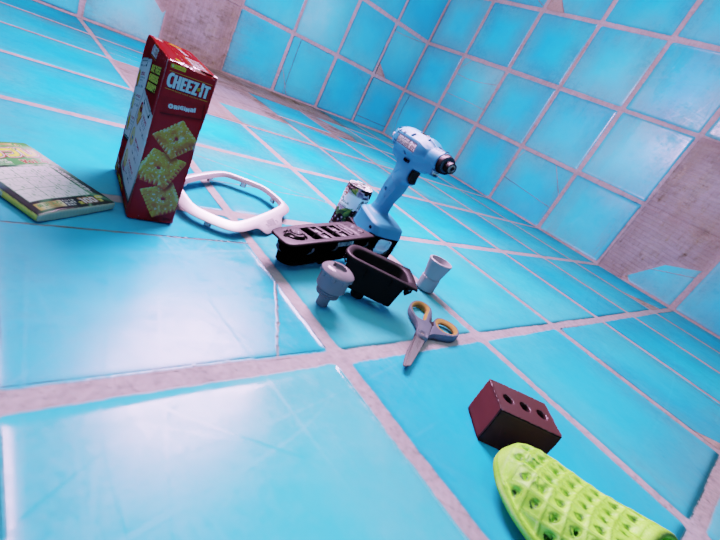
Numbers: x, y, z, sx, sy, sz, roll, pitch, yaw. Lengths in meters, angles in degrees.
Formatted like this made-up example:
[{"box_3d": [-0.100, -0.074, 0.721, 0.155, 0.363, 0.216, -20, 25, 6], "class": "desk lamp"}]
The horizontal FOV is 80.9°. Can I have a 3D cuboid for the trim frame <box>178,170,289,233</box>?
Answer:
[{"box_3d": [-0.222, -0.122, 0.737, 0.188, 0.027, 0.245, 29, 23, 7], "class": "trim frame"}]

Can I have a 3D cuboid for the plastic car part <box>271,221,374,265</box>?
[{"box_3d": [-0.067, -0.044, 0.682, 0.070, 0.067, 0.194, 40, 26, 28], "class": "plastic car part"}]

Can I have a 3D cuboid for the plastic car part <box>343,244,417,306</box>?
[{"box_3d": [0.016, 0.014, 0.640, 0.114, 0.070, 0.067, 22, 23, -11], "class": "plastic car part"}]

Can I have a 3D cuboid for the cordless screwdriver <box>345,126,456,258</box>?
[{"box_3d": [0.066, -0.124, 0.761, 0.071, 0.248, 0.168, 13, 26, -34], "class": "cordless screwdriver"}]
